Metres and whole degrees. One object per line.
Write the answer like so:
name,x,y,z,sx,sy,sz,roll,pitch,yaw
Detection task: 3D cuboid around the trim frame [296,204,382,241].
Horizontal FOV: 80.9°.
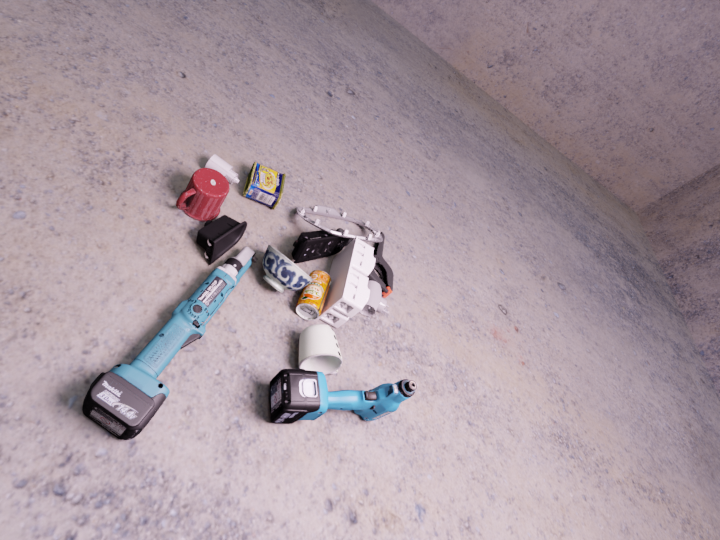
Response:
trim frame,-0.049,-0.123,1.083,0.237,0.027,0.195,5,24,-34

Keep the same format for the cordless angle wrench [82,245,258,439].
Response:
cordless angle wrench,-0.297,0.083,0.749,0.096,0.075,0.425,36,40,-10

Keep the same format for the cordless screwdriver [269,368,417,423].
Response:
cordless screwdriver,-0.031,0.225,0.764,0.238,0.161,0.077,13,52,-28

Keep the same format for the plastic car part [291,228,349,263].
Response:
plastic car part,-0.099,-0.064,1.008,0.070,0.066,0.194,35,24,26

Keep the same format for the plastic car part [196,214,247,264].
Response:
plastic car part,-0.300,-0.077,0.888,0.072,0.065,0.116,30,39,3
